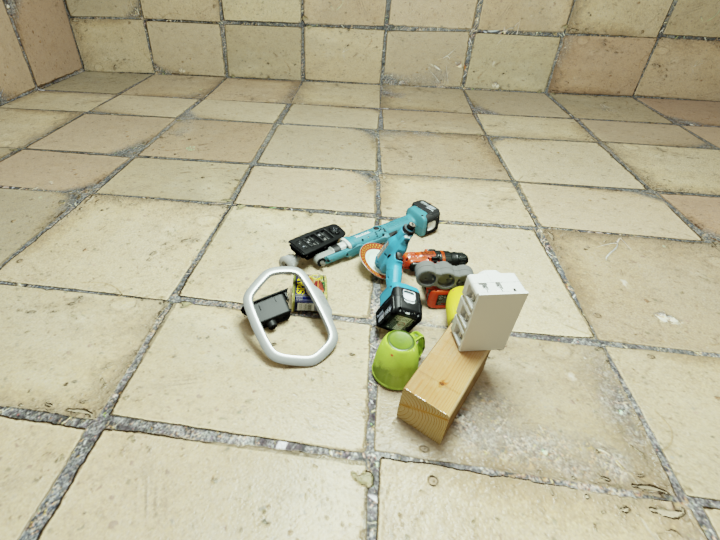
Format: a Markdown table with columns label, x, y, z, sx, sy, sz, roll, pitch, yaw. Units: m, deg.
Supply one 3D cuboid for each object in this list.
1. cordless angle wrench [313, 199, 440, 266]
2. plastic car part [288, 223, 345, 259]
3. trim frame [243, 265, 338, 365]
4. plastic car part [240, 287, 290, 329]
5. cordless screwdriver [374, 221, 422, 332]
| label | x | y | z | sx | sy | sz | roll | pitch | yaw |
| --- | --- | --- | --- | --- | --- | --- | --- | --- | --- |
| cordless angle wrench | 0.047 | -0.100 | 1.226 | 0.412 | 0.072 | 0.104 | -23 | 44 | -25 |
| plastic car part | -0.116 | -0.076 | 1.183 | 0.069 | 0.065 | 0.198 | 30 | 40 | 25 |
| trim frame | -0.153 | 0.096 | 0.937 | 0.180 | 0.027 | 0.259 | -22 | 62 | -21 |
| plastic car part | -0.208 | 0.100 | 0.972 | 0.113 | 0.064 | 0.074 | -23 | 58 | -26 |
| cordless screwdriver | 0.093 | 0.011 | 0.989 | 0.072 | 0.159 | 0.256 | 17 | 42 | -18 |
